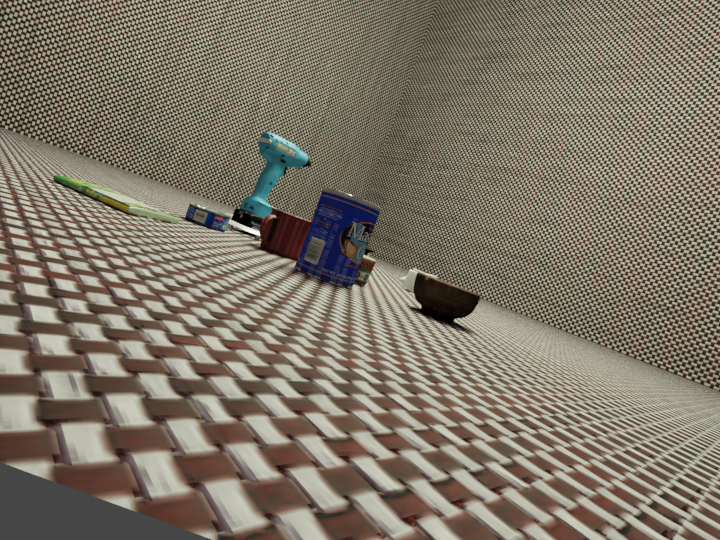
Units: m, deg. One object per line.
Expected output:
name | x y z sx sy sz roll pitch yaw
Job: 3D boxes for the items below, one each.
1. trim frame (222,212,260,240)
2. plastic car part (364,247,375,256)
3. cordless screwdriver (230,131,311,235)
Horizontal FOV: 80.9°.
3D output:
trim frame | -0.272 -0.104 1.055 0.181 0.027 0.253 19 4 -10
plastic car part | -0.022 -0.047 1.221 0.063 0.071 0.122 19 4 -27
cordless screwdriver | -0.215 -0.201 1.055 0.079 0.248 0.150 22 3 41
